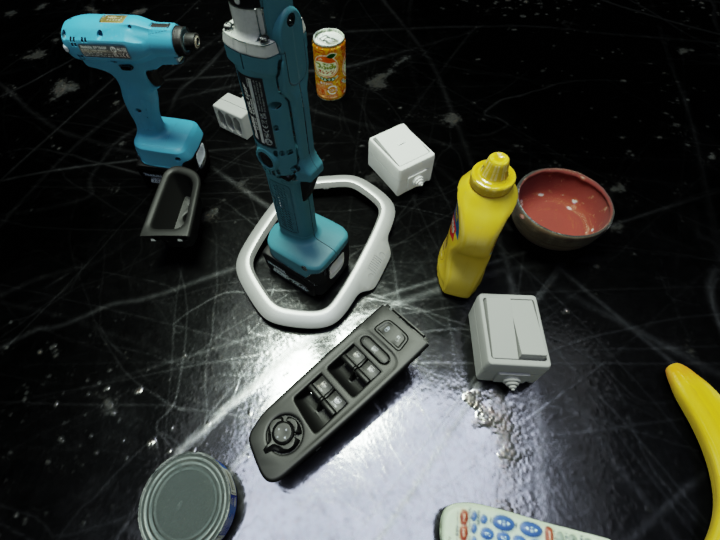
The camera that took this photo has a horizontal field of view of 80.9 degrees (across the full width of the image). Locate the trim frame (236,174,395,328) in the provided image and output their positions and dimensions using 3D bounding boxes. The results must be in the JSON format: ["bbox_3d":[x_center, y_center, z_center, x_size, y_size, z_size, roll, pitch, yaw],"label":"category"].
[{"bbox_3d":[-0.055,-0.036,0.563,0.190,0.026,0.249,20,61,17],"label":"trim frame"}]

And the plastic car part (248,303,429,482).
[{"bbox_3d":[-0.024,0.125,0.432,0.200,0.065,0.069,-38,64,-19],"label":"plastic car part"}]

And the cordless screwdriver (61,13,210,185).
[{"bbox_3d":[-0.263,-0.217,0.571,0.161,0.241,0.076,8,58,6],"label":"cordless screwdriver"}]

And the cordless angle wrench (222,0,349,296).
[{"bbox_3d":[-0.068,-0.115,0.387,0.102,0.409,0.074,32,63,18],"label":"cordless angle wrench"}]

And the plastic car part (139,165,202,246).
[{"bbox_3d":[-0.245,-0.078,0.582,0.066,0.068,0.120,0,57,2],"label":"plastic car part"}]
